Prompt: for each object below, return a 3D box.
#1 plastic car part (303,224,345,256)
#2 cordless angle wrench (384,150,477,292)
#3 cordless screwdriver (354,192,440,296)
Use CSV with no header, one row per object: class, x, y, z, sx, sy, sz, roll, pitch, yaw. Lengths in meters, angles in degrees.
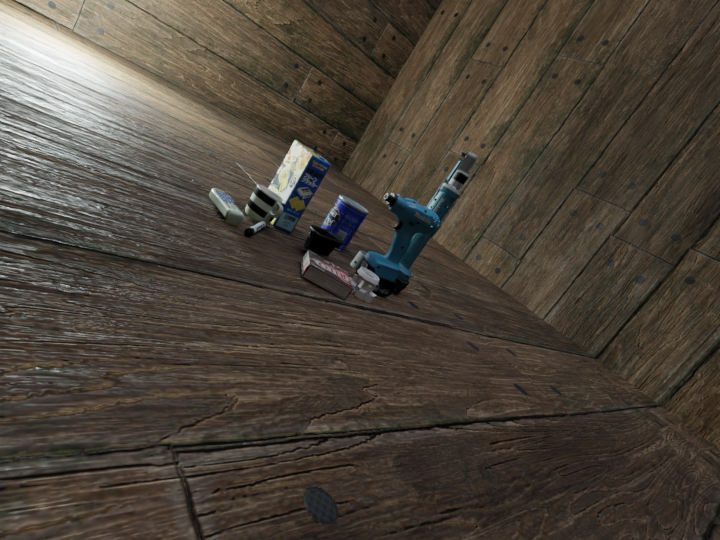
plastic car part,-0.104,-0.068,1.062,0.069,0.071,0.111,40,16,29
cordless angle wrench,0.184,-0.130,1.148,0.101,0.422,0.072,37,15,15
cordless screwdriver,0.070,-0.066,1.052,0.152,0.248,0.078,26,16,-26
